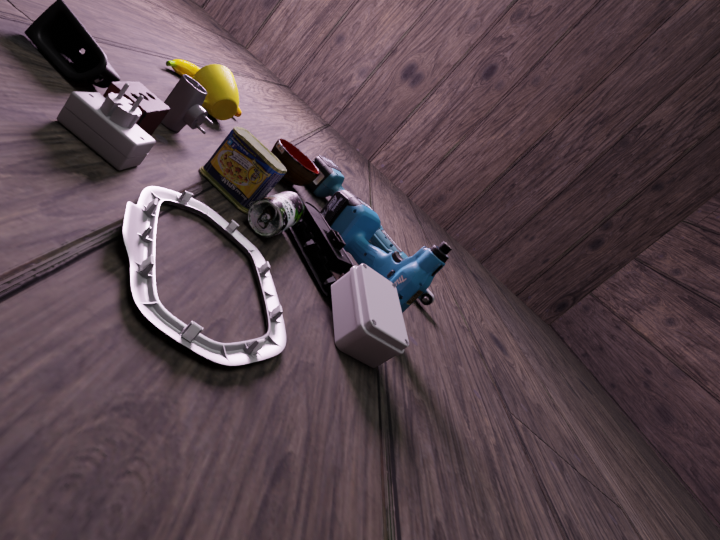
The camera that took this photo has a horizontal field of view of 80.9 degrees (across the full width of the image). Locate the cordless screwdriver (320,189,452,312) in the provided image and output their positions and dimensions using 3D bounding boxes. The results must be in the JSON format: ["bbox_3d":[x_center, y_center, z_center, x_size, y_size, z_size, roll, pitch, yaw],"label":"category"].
[{"bbox_3d":[0.031,-0.050,0.727,0.070,0.160,0.262,24,23,-49],"label":"cordless screwdriver"}]

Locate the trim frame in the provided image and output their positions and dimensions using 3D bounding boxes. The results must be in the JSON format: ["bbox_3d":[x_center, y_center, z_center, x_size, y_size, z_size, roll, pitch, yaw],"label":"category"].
[{"bbox_3d":[-0.152,-0.007,0.426,0.174,0.028,0.261,29,23,-37],"label":"trim frame"}]

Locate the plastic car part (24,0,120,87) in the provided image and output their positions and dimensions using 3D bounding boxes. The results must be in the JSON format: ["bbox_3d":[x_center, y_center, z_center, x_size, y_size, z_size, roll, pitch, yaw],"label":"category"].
[{"bbox_3d":[-0.370,-0.286,0.566,0.117,0.066,0.070,48,3,3],"label":"plastic car part"}]

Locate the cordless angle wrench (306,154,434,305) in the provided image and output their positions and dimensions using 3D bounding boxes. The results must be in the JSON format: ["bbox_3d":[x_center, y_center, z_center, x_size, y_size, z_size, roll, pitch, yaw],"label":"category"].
[{"bbox_3d":[0.021,-0.091,0.972,0.436,0.075,0.094,51,18,16],"label":"cordless angle wrench"}]

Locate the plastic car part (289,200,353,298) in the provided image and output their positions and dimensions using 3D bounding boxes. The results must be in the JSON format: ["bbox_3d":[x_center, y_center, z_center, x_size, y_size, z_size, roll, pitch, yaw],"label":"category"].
[{"bbox_3d":[-0.065,-0.043,0.665,0.063,0.067,0.214,15,29,-44],"label":"plastic car part"}]
